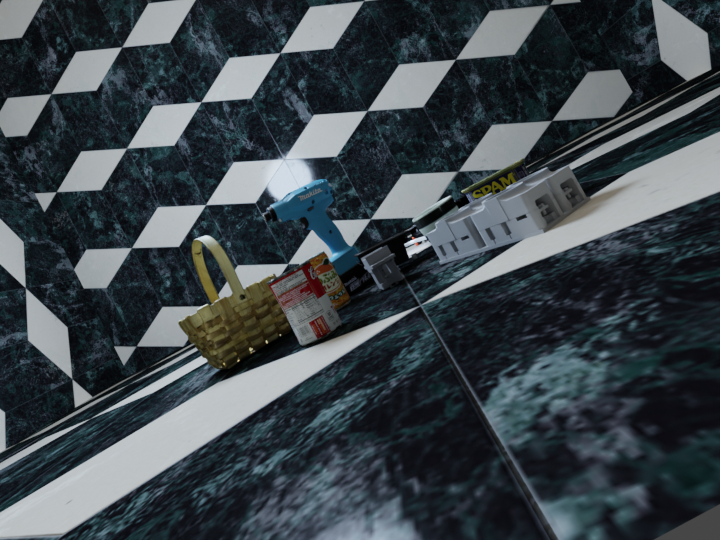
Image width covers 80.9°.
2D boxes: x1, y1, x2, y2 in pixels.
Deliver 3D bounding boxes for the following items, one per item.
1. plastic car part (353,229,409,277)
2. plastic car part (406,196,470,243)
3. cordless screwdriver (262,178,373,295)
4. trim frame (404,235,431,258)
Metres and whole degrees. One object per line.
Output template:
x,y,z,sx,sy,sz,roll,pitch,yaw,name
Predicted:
0.047,-0.022,0.821,0.114,0.071,0.067,-29,1,-25,plastic car part
0.194,-0.117,1.042,0.064,0.067,0.209,-29,3,-37,plastic car part
-0.087,-0.057,0.889,0.156,0.249,0.075,-28,-1,-20,cordless screwdriver
0.115,-0.047,0.973,0.181,0.027,0.252,-29,4,-16,trim frame
